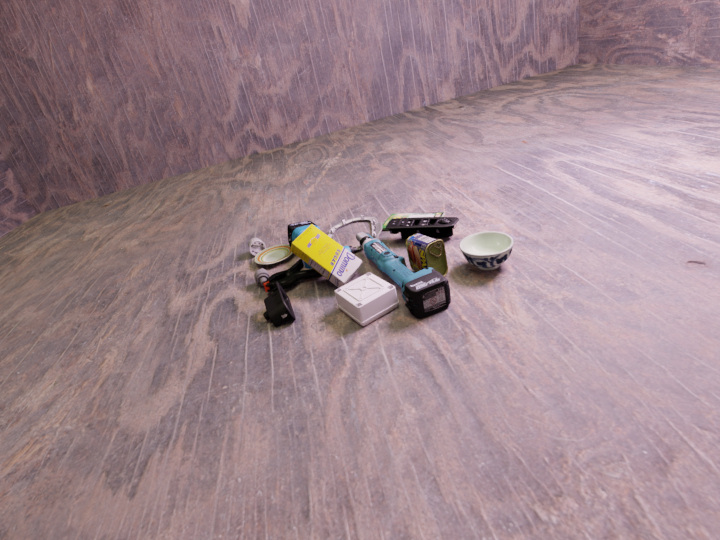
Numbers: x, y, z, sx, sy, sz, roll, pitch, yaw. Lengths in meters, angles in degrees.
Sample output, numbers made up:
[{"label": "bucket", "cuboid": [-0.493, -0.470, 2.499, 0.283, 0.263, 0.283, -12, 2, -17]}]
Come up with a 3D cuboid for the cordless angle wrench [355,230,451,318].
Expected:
[{"label": "cordless angle wrench", "cuboid": [0.075, -0.021, 1.089, 0.097, 0.072, 0.444, -22, 29, -13]}]

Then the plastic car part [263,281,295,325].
[{"label": "plastic car part", "cuboid": [-0.210, 0.094, 1.055, 0.071, 0.063, 0.122, -31, 32, 1]}]

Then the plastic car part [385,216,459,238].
[{"label": "plastic car part", "cuboid": [0.179, -0.119, 1.218, 0.211, 0.065, 0.065, -3, 22, 28]}]

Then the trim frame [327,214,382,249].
[{"label": "trim frame", "cuboid": [-0.020, -0.124, 1.370, 0.187, 0.026, 0.253, -10, 28, 9]}]

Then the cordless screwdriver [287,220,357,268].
[{"label": "cordless screwdriver", "cuboid": [-0.125, -0.082, 1.277, 0.155, 0.072, 0.261, -13, 26, -19]}]
